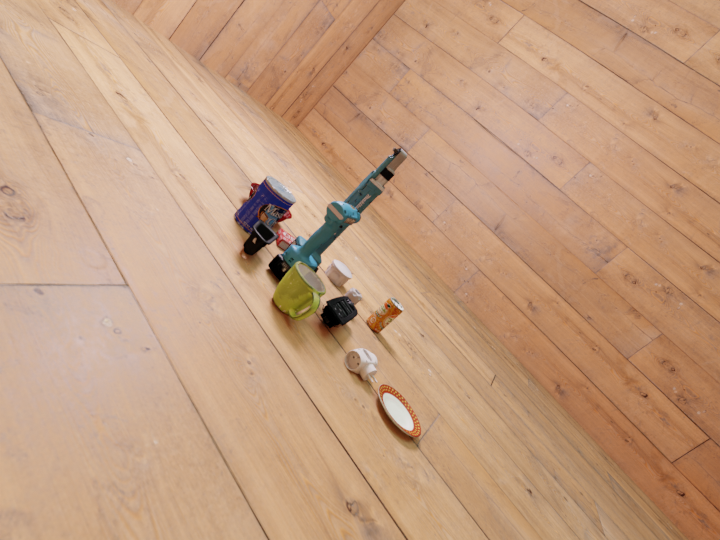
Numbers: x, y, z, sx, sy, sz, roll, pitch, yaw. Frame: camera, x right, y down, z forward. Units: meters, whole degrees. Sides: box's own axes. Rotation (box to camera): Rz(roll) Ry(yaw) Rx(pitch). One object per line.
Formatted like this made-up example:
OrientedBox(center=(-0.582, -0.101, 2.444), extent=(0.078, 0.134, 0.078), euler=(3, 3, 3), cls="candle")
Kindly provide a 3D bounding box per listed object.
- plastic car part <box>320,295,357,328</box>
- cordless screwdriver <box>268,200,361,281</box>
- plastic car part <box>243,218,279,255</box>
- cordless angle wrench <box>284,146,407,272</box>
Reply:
OrientedBox(center=(-0.053, 0.107, 1.048), extent=(0.068, 0.067, 0.198), euler=(46, 14, 7), cls="plastic car part")
OrientedBox(center=(-0.102, -0.066, 1.040), extent=(0.076, 0.250, 0.154), euler=(49, 15, 12), cls="cordless screwdriver")
OrientedBox(center=(-0.249, -0.070, 1.013), extent=(0.065, 0.071, 0.117), euler=(42, 14, -10), cls="plastic car part")
OrientedBox(center=(-0.035, -0.153, 1.114), extent=(0.094, 0.425, 0.077), euler=(39, 16, -24), cls="cordless angle wrench")
